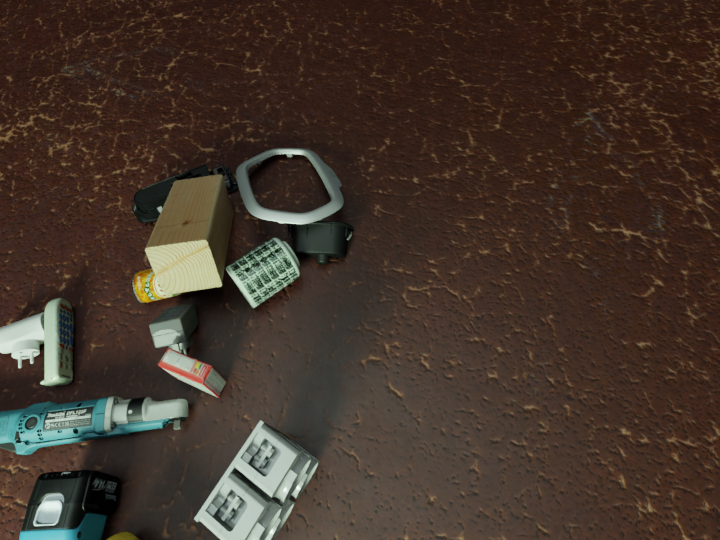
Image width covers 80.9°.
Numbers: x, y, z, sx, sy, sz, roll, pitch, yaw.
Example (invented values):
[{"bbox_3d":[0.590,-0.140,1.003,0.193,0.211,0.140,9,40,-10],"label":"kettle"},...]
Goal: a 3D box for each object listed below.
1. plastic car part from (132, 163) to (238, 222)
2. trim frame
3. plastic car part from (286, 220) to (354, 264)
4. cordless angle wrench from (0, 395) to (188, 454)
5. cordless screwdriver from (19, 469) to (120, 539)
[{"bbox_3d":[-0.340,-0.151,0.803,0.202,0.065,0.068,-26,72,-6],"label":"plastic car part"},{"bbox_3d":[-0.128,-0.159,0.767,0.181,0.026,0.261,-15,44,-14],"label":"trim frame"},{"bbox_3d":[-0.071,-0.046,0.726,0.117,0.065,0.072,5,78,3],"label":"plastic car part"},{"bbox_3d":[-0.460,0.225,0.610,0.422,0.072,0.101,-7,63,-1],"label":"cordless angle wrench"},{"bbox_3d":[-0.358,0.366,0.475,0.074,0.154,0.256,-5,60,-2],"label":"cordless screwdriver"}]
